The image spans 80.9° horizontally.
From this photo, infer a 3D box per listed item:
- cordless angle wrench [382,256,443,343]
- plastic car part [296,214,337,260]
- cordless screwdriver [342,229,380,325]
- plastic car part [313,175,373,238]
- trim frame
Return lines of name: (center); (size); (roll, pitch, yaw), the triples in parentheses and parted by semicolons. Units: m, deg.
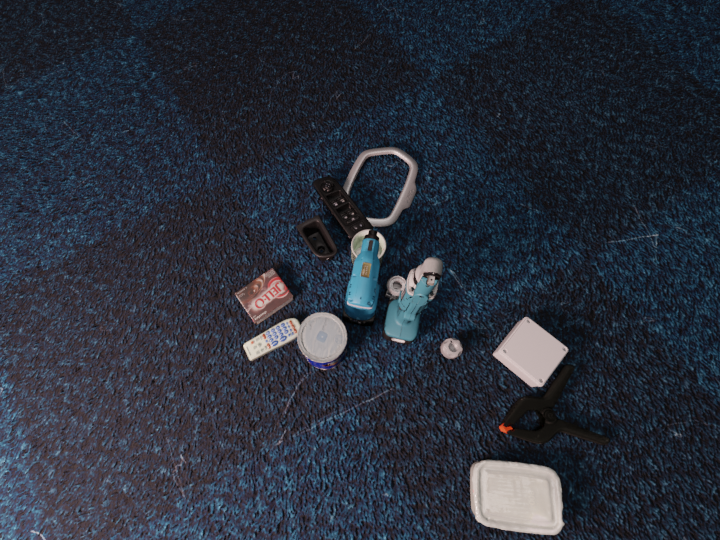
cordless angle wrench: (0.100, 0.058, 0.805); (0.075, 0.413, 0.099); (12, 71, 2)
plastic car part: (-0.103, -0.067, 1.052); (0.065, 0.069, 0.120); (-28, 71, -10)
cordless screwdriver: (0.008, 0.027, 0.914); (0.075, 0.243, 0.161); (10, 70, 2)
plastic car part: (-0.050, -0.160, 1.088); (0.066, 0.065, 0.210); (-31, 70, -10)
trim frame: (0.055, -0.227, 1.129); (0.188, 0.027, 0.250); (20, 71, 11)
